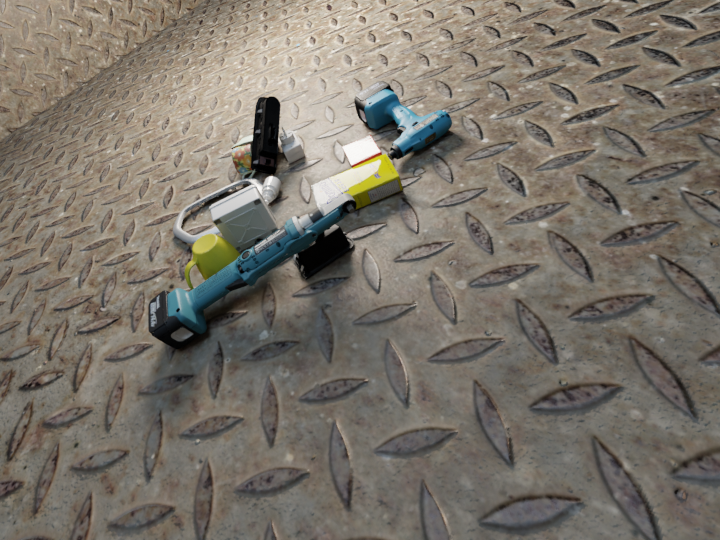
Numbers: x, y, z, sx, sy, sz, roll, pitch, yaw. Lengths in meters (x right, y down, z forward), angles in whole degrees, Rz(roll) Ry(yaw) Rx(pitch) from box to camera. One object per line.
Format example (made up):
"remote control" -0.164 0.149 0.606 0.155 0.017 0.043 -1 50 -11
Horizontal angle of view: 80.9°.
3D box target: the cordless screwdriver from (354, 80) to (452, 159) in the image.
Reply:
"cordless screwdriver" 0.071 -0.348 0.989 0.158 0.071 0.263 -36 50 -9

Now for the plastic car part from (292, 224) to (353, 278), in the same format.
"plastic car part" -0.077 -0.051 0.793 0.116 0.067 0.070 -34 48 -4

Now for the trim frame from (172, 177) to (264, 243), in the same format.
"trim frame" -0.343 -0.148 1.026 0.249 0.026 0.193 -28 46 1

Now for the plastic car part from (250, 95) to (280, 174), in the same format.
"plastic car part" -0.231 -0.347 1.050 0.069 0.064 0.206 154 118 -63

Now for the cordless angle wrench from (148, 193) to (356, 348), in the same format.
"cordless angle wrench" -0.190 -0.011 0.755 0.425 0.070 0.103 -33 46 7
